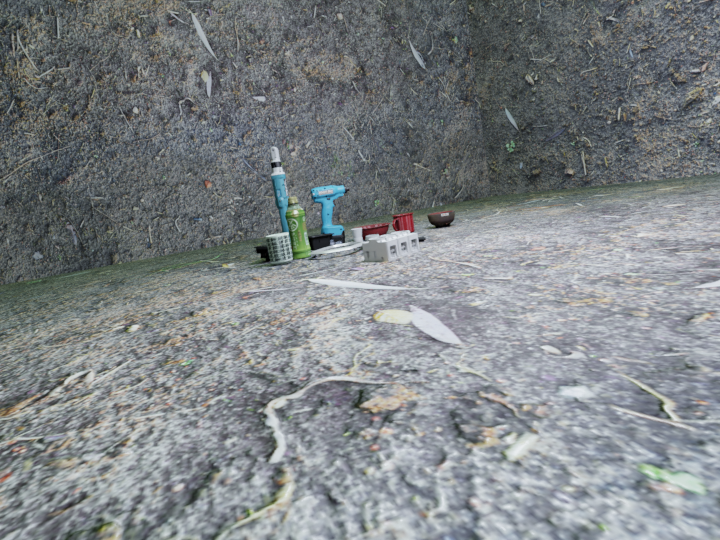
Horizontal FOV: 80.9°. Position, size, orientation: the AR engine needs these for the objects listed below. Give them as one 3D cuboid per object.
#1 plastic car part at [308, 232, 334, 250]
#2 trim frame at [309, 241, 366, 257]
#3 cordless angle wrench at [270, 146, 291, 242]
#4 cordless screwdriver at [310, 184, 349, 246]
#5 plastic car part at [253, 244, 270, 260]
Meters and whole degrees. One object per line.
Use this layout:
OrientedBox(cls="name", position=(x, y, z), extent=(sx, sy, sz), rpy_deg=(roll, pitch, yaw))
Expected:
OrientedBox(cls="plastic car part", position=(-0.156, -0.102, 1.591), extent=(0.069, 0.070, 0.112), rpy_deg=(-3, 11, 41))
OrientedBox(cls="trim frame", position=(-0.078, -0.075, 1.488), extent=(0.190, 0.027, 0.243), rpy_deg=(-6, 10, 22))
OrientedBox(cls="cordless angle wrench", position=(-0.297, -0.262, 1.619), extent=(0.076, 0.420, 0.097), rpy_deg=(-8, 5, 10))
OrientedBox(cls="cordless screwdriver", position=(-0.107, -0.222, 1.720), extent=(0.156, 0.247, 0.076), rpy_deg=(-11, 6, -13))
OrientedBox(cls="plastic car part", position=(-0.347, -0.074, 1.626), extent=(0.067, 0.066, 0.203), rpy_deg=(-9, 9, 4))
